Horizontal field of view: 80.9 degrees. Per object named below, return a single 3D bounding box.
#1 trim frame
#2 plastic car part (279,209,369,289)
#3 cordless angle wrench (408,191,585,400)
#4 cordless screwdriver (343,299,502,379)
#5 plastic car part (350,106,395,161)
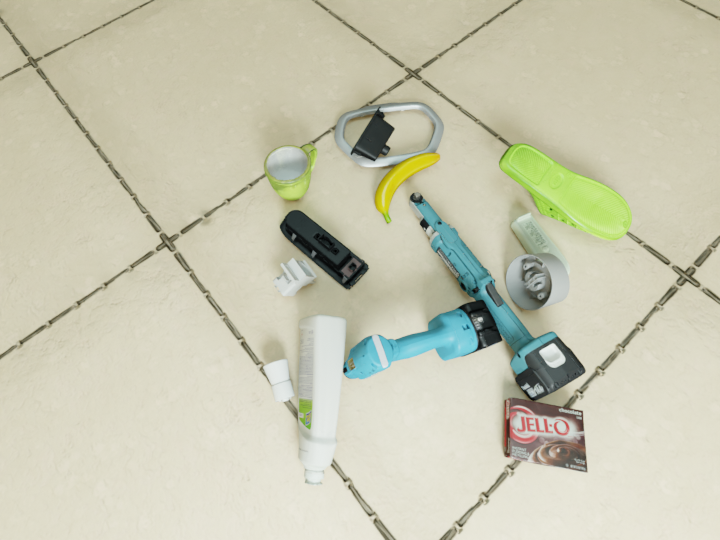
[{"bbox_3d":[0.065,-0.313,0.954,0.248,0.027,0.190,-11,66,0],"label":"trim frame"},{"bbox_3d":[-0.080,-0.053,0.822,0.211,0.065,0.066,38,78,20],"label":"plastic car part"},{"bbox_3d":[0.209,0.018,0.764,0.073,0.095,0.441,-26,62,-11],"label":"cordless angle wrench"},{"bbox_3d":[0.092,0.126,0.702,0.242,0.159,0.076,-11,70,-21],"label":"cordless screwdriver"},{"bbox_3d":[0.033,-0.276,0.900,0.071,0.066,0.117,28,72,-3],"label":"plastic car part"}]
